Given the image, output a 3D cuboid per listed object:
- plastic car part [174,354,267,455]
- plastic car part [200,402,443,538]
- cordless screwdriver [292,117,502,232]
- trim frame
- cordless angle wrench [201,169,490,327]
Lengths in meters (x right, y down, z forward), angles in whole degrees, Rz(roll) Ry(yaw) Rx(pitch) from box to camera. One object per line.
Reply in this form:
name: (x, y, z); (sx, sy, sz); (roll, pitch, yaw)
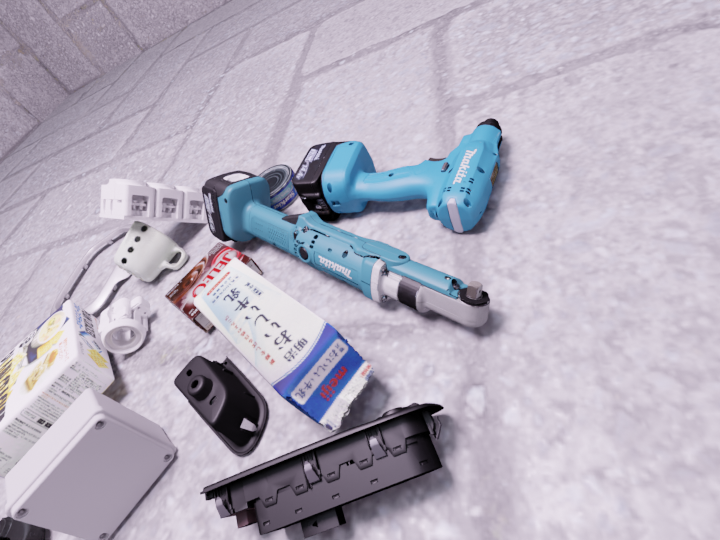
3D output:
plastic car part: (-0.152, 0.128, 0.438); (0.123, 0.067, 0.066); (22, 67, 46)
plastic car part: (-0.023, 0.160, 0.332); (0.204, 0.063, 0.070); (-29, 52, 8)
cordless screwdriver: (0.045, -0.131, 0.540); (0.261, 0.070, 0.160); (8, 57, 33)
trim frame: (-0.497, 0.004, 0.805); (0.189, 0.026, 0.255); (-15, 45, 23)
cordless angle wrench: (-0.049, -0.032, 0.504); (0.072, 0.095, 0.448); (-27, 37, -37)
